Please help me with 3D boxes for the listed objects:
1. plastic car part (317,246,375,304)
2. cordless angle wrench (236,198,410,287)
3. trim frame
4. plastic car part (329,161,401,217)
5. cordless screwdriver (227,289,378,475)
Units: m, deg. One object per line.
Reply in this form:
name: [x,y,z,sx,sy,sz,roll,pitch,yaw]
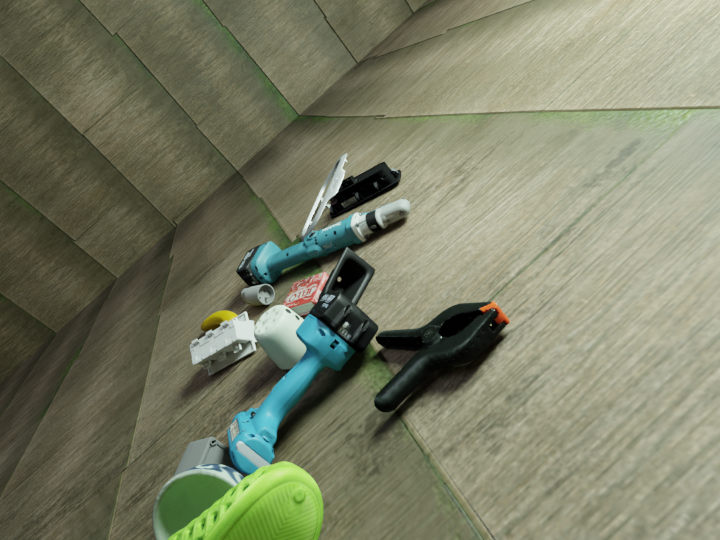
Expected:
plastic car part: [-0.037,0.031,0.707,0.072,0.064,0.117,-28,29,59]
cordless angle wrench: [-0.086,-0.056,0.880,0.437,0.071,0.099,-19,34,33]
trim frame: [-0.086,-0.171,1.010,0.186,0.027,0.250,-36,29,63]
plastic car part: [0.002,-0.193,0.973,0.210,0.065,0.066,-17,27,34]
cordless screwdriver: [-0.092,0.144,0.586,0.248,0.073,0.163,-52,13,-15]
